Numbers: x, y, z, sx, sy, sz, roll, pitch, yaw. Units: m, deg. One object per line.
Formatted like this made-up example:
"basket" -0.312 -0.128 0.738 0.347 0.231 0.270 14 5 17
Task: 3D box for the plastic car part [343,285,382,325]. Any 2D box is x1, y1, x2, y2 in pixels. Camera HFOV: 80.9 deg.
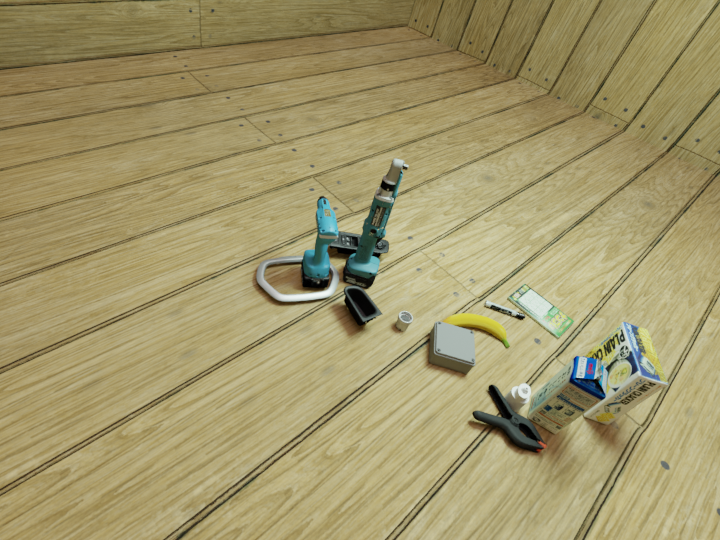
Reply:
"plastic car part" -0.005 0.103 1.157 0.064 0.069 0.122 -17 52 -30

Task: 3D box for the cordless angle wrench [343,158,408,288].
"cordless angle wrench" 0.040 -0.120 1.144 0.098 0.415 0.075 19 44 0

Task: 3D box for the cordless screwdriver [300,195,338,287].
"cordless screwdriver" -0.116 -0.076 1.186 0.073 0.244 0.166 3 46 -16

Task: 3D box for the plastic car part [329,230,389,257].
"plastic car part" -0.008 -0.075 1.338 0.200 0.066 0.069 5 45 -9

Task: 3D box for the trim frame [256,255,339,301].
"trim frame" -0.180 0.017 1.233 0.242 0.027 0.193 -7 47 -19
